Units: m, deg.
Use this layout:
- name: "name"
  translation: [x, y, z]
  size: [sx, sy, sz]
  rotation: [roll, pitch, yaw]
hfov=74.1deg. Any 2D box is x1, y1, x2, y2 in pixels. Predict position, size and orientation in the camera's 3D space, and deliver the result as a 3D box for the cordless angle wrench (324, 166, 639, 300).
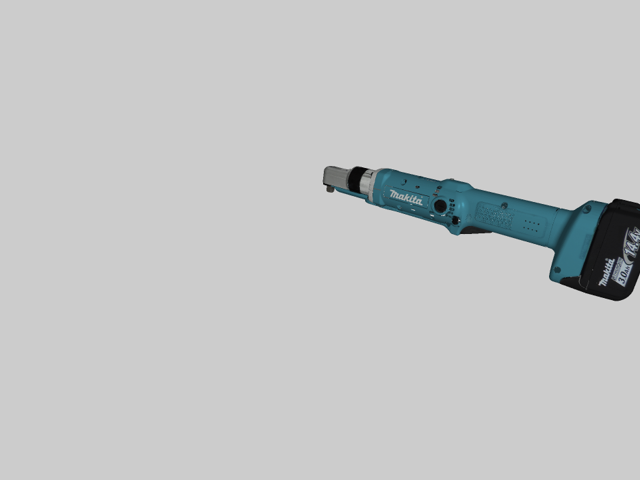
- name: "cordless angle wrench"
  translation: [0.168, -0.045, 0.551]
  size: [0.423, 0.098, 0.074]
  rotation: [21, 24, 36]
